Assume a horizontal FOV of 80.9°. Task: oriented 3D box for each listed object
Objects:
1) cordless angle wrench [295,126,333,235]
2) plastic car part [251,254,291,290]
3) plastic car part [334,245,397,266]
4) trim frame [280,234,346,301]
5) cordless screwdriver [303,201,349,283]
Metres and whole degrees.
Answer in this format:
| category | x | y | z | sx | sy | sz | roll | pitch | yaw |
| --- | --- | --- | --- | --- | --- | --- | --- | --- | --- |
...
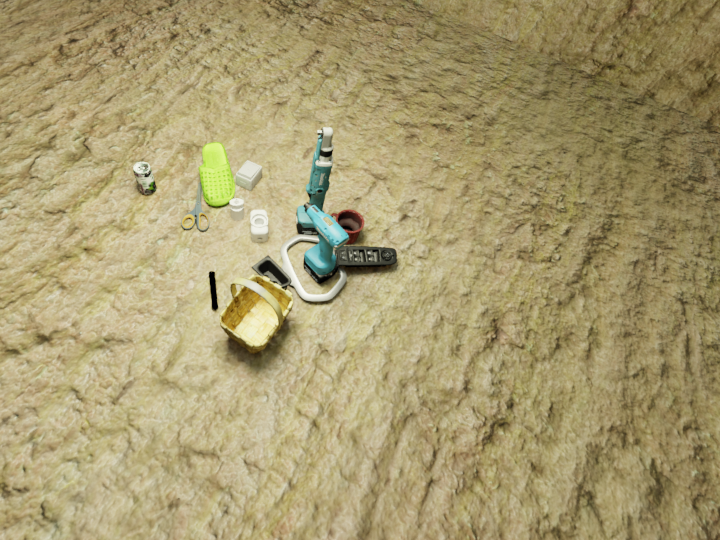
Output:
| category | x | y | z | sx | sy | sz | roll | pitch | yaw |
| --- | --- | --- | --- | --- | --- | --- | --- | --- | --- |
| cordless angle wrench | -0.123 | -0.250 | 1.231 | 0.096 | 0.417 | 0.077 | 0 | 60 | -14 |
| plastic car part | -0.258 | 0.024 | 1.242 | 0.120 | 0.070 | 0.065 | 42 | 60 | 16 |
| plastic car part | 0.016 | -0.036 | 1.324 | 0.199 | 0.066 | 0.068 | -2 | 59 | -11 |
| trim frame | -0.150 | -0.012 | 1.307 | 0.180 | 0.027 | 0.259 | -19 | 62 | -19 |
| cordless screwdriver | -0.120 | -0.078 | 1.224 | 0.073 | 0.245 | 0.165 | -32 | 71 | -28 |
